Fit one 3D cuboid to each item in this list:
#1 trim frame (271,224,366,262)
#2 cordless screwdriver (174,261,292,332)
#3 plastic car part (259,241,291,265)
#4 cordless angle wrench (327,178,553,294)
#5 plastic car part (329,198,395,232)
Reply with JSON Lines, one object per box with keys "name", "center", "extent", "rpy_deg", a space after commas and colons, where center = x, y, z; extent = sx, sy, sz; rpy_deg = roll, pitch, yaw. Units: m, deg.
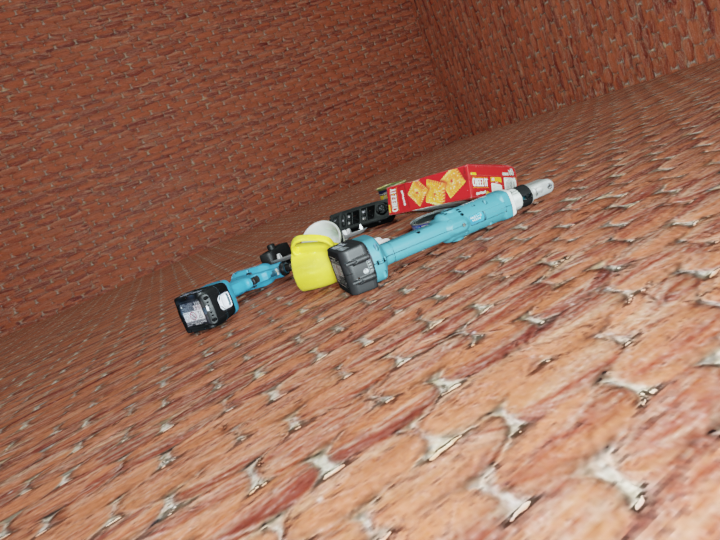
{"name": "trim frame", "center": [-0.099, -0.065, 1.016], "extent": [0.244, 0.027, 0.188], "rpy_deg": [-19, 6, -16]}
{"name": "cordless screwdriver", "center": [-0.254, 0.039, 0.885], "extent": [0.164, 0.073, 0.245], "rpy_deg": [-16, 11, 23]}
{"name": "plastic car part", "center": [-0.222, -0.040, 1.123], "extent": [0.068, 0.070, 0.114], "rpy_deg": [-15, 12, 35]}
{"name": "cordless angle wrench", "center": [0.153, -0.077, 0.718], "extent": [0.417, 0.073, 0.101], "rpy_deg": [-23, 13, -12]}
{"name": "plastic car part", "center": [0.012, -0.140, 1.163], "extent": [0.210, 0.063, 0.068], "rpy_deg": [-16, 53, 31]}
